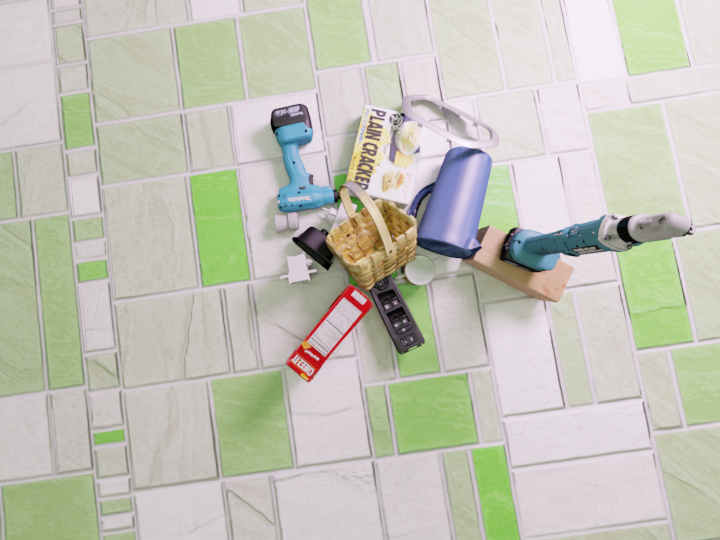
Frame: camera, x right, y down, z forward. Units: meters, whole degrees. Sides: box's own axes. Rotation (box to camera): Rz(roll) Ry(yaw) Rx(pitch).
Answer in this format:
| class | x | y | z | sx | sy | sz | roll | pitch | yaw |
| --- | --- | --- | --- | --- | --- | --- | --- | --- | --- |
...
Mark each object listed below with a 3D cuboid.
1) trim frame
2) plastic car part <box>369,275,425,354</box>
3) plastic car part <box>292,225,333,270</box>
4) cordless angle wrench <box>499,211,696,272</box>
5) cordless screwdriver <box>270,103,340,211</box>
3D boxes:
| class | x | y | z | sx | sy | sz | roll | pitch | yaw |
| --- | --- | --- | --- | --- | --- | --- | --- | --- | --- |
| trim frame | 0.205 | -0.347 | 0.983 | 0.257 | 0.027 | 0.181 | 32 | 46 | 17 |
| plastic car part | 0.076 | 0.087 | 0.988 | 0.067 | 0.065 | 0.206 | -27 | 81 | 7 |
| plastic car part | -0.099 | -0.065 | 1.016 | 0.118 | 0.065 | 0.070 | 42 | 72 | 6 |
| cordless angle wrench | 0.370 | -0.051 | 0.723 | 0.098 | 0.422 | 0.074 | 22 | 86 | -3 |
| cordless screwdriver | -0.133 | -0.271 | 1.024 | 0.159 | 0.074 | 0.249 | -7 | 89 | 0 |
